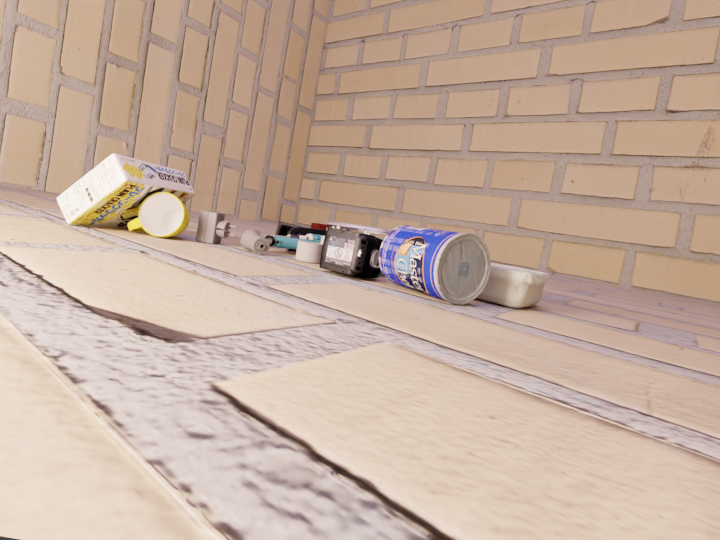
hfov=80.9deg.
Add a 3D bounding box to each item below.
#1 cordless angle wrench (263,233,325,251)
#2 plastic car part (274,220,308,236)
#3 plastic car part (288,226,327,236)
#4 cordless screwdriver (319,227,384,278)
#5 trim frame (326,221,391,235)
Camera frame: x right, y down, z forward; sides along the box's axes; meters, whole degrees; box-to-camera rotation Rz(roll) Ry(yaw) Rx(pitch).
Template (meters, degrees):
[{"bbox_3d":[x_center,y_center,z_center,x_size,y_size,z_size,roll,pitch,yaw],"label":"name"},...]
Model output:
[{"bbox_3d":[-0.017,-0.048,0.988,0.414,0.074,0.100,6,5,-12],"label":"cordless angle wrench"},{"bbox_3d":[-0.192,-0.098,1.265,0.118,0.066,0.070,13,-10,5],"label":"plastic car part"},{"bbox_3d":[-0.103,-0.068,1.056,0.193,0.067,0.070,7,-9,-38],"label":"plastic car part"},{"bbox_3d":[0.047,-0.019,0.783,0.167,0.074,0.236,13,3,33],"label":"cordless screwdriver"},{"bbox_3d":[0.010,-0.101,1.101,0.192,0.027,0.240,11,6,22],"label":"trim frame"}]
